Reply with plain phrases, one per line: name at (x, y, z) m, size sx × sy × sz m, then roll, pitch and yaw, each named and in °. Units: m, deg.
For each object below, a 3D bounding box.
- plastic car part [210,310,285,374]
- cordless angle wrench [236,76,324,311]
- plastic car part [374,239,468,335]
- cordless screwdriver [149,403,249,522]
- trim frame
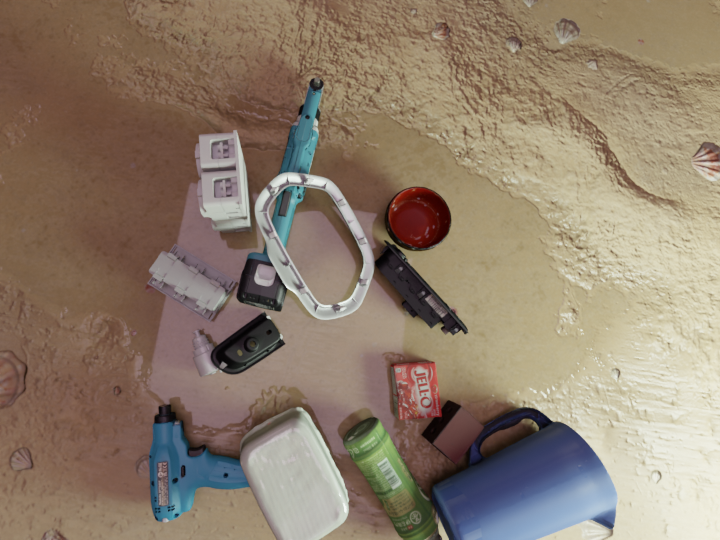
plastic car part at (-0.171, 0.116, 0.664) m, size 0.114 × 0.072 × 0.066 m, roll -34°, pitch 88°, yaw -34°
cordless angle wrench at (-0.121, -0.146, 0.729) m, size 0.074 × 0.098 × 0.427 m, roll 13°, pitch 75°, yaw -6°
plastic car part at (0.095, 0.034, 0.727) m, size 0.068 × 0.065 × 0.204 m, roll -39°, pitch 87°, yaw 16°
cordless screwdriver at (-0.197, 0.277, 0.650) m, size 0.247 × 0.074 × 0.161 m, roll -6°, pitch 82°, yaw -4°
trim frame at (-0.066, -0.043, 0.671) m, size 0.180 × 0.028 × 0.245 m, roll -33°, pitch 99°, yaw -33°
